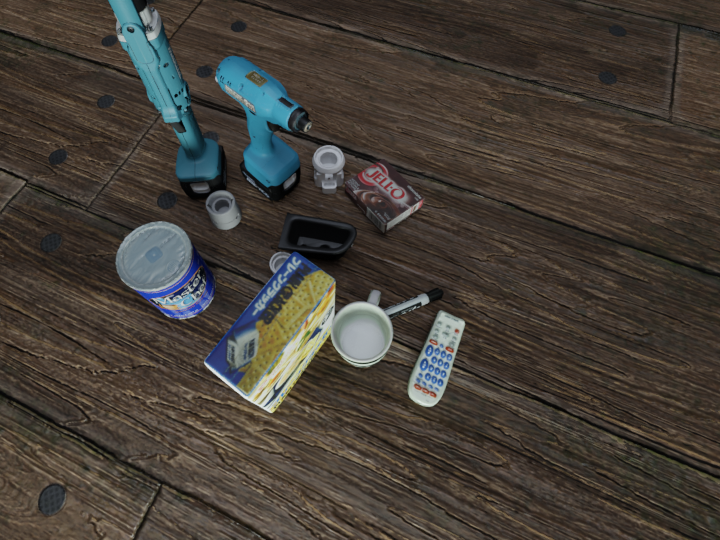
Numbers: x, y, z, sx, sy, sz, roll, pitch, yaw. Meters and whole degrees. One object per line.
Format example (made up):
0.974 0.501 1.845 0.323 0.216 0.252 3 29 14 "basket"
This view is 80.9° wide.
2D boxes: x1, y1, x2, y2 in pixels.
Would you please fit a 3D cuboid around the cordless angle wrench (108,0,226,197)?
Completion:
-0.271 -0.251 0.598 0.074 0.414 0.100 -4 68 -6 "cordless angle wrench"

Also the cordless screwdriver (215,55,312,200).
-0.135 -0.199 0.665 0.164 0.243 0.074 40 70 14 "cordless screwdriver"

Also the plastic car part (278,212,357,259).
-0.067 -0.044 0.686 0.118 0.069 0.067 10 66 4 "plastic car part"

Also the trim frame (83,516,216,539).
-0.277 0.406 0.505 0.248 0.027 0.190 -8 65 -2 "trim frame"
